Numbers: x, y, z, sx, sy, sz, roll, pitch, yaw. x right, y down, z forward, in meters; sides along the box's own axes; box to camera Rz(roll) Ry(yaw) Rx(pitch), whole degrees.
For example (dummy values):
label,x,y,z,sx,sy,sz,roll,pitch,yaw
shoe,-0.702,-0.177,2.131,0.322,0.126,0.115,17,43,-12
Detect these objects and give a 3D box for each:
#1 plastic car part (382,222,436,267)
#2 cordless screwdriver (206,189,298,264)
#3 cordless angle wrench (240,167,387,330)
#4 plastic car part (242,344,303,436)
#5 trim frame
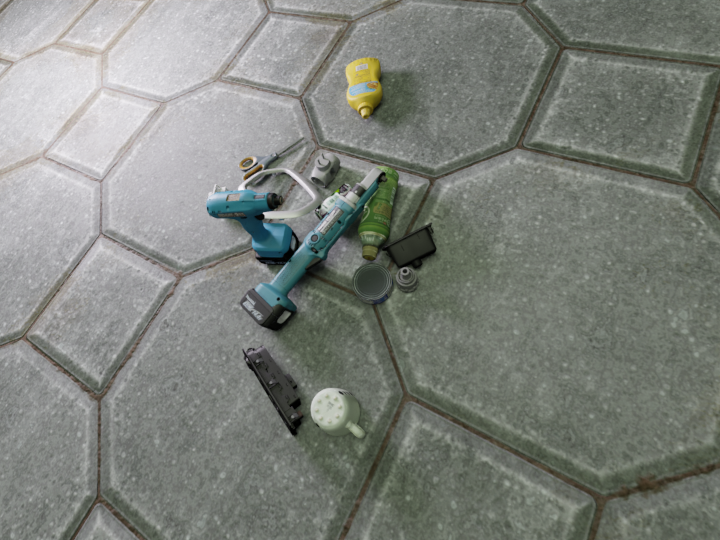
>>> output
label,x,y,z,sx,sy,sz,roll,pitch,yaw
plastic car part,0.114,-0.043,0.903,0.117,0.064,0.073,-30,76,4
cordless screwdriver,-0.199,-0.093,0.909,0.164,0.237,0.076,0,66,19
cordless angle wrench,-0.090,-0.059,0.924,0.103,0.071,0.422,39,88,26
plastic car part,-0.173,0.225,0.851,0.066,0.064,0.213,-38,60,-16
trim frame,-0.197,-0.192,1.042,0.180,0.026,0.263,-25,43,-20
